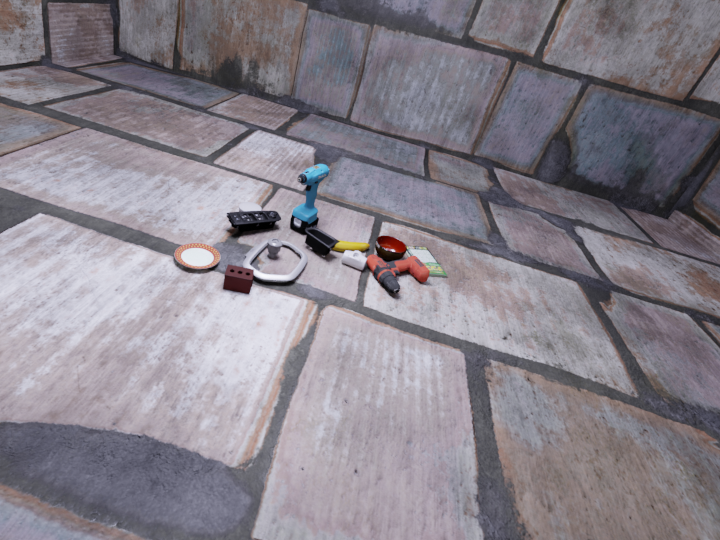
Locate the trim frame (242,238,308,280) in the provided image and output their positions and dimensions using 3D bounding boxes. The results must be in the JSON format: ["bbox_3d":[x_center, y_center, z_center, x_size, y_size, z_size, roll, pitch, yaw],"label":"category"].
[{"bbox_3d":[-0.266,-0.035,1.326,0.186,0.027,0.249,18,32,5],"label":"trim frame"}]

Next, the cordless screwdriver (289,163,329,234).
[{"bbox_3d":[-0.190,-0.245,1.478,0.077,0.245,0.156,29,33,16],"label":"cordless screwdriver"}]

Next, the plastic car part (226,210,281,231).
[{"bbox_3d":[-0.362,-0.167,1.454,0.195,0.066,0.070,-16,45,-40],"label":"plastic car part"}]

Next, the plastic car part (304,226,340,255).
[{"bbox_3d":[-0.140,-0.091,1.428,0.121,0.070,0.064,31,34,22],"label":"plastic car part"}]
